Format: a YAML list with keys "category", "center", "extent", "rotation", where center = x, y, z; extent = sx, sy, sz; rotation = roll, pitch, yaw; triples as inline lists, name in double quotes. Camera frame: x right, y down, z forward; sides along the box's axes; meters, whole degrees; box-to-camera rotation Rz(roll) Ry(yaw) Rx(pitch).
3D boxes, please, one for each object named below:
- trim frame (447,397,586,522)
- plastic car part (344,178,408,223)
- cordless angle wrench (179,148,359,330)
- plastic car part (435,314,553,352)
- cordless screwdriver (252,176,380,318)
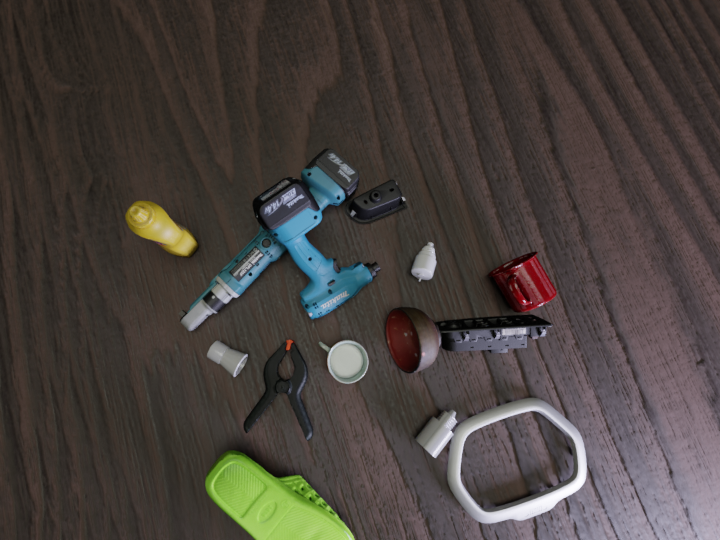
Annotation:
- category: "trim frame"
  center: [0.267, 0.328, 0.729]
  extent: [0.246, 0.027, 0.188]
  rotation: [-18, 77, -6]
- category: "plastic car part"
  center: [0.032, -0.135, 0.809]
  extent: [0.115, 0.070, 0.067]
  rotation: [-24, 81, -10]
- category: "cordless angle wrench"
  center: [-0.173, -0.049, 0.790]
  extent: [0.099, 0.073, 0.422]
  rotation: [42, 83, 6]
- category: "plastic car part"
  center: [0.229, 0.114, 0.763]
  extent: [0.202, 0.067, 0.066]
  rotation: [1, 105, -2]
- category: "cordless screwdriver"
  center: [-0.072, -0.047, 0.740]
  extent: [0.158, 0.077, 0.240]
  rotation: [-30, 113, -8]
